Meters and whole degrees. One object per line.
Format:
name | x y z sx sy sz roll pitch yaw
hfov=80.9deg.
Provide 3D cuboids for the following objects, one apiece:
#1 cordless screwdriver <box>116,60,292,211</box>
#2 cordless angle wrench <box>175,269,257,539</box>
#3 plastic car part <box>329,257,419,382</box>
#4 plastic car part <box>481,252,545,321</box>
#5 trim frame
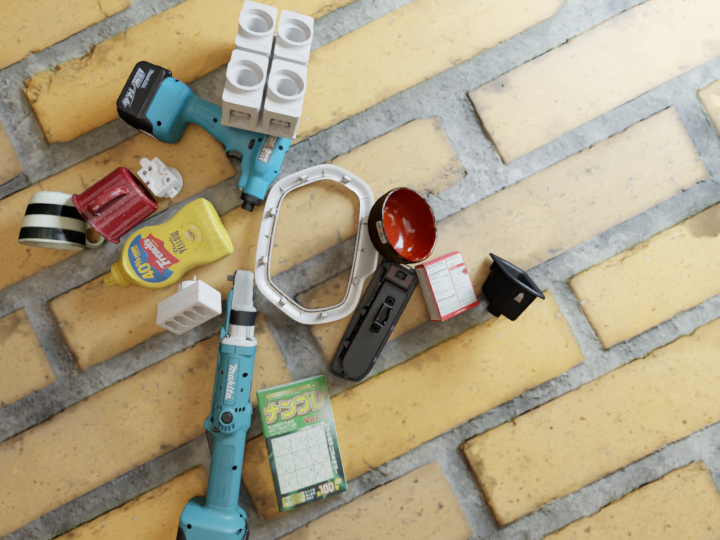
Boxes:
cordless screwdriver | -0.237 -0.200 0.640 0.247 0.075 0.159 21 88 -3
cordless angle wrench | -0.194 0.211 0.625 0.098 0.074 0.424 6 85 -2
plastic car part | 0.024 0.080 0.633 0.065 0.068 0.203 29 91 -9
plastic car part | 0.210 0.032 0.613 0.066 0.117 0.071 28 112 -3
trim frame | -0.063 -0.041 0.648 0.182 0.028 0.249 10 86 -6
